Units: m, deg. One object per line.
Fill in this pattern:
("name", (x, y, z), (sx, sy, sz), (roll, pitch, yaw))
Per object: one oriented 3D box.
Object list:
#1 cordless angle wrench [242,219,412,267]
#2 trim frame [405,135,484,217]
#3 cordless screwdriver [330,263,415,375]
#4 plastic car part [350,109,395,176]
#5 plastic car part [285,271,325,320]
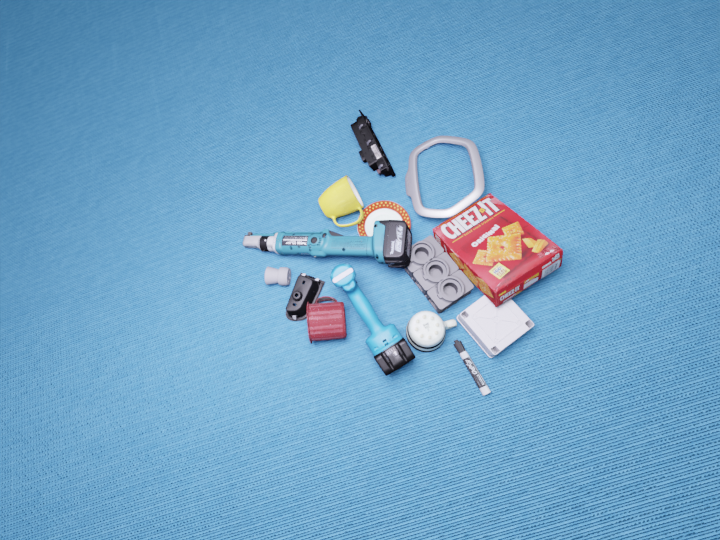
("cordless angle wrench", (-0.097, -0.064, 0.996), (0.439, 0.071, 0.099), (2, 71, 23))
("trim frame", (0.197, -0.231, 1.022), (0.189, 0.026, 0.255), (-12, 60, 20))
("cordless screwdriver", (0.017, 0.096, 0.923), (0.074, 0.157, 0.252), (-33, 85, -1))
("plastic car part", (0.025, -0.324, 1.099), (0.068, 0.063, 0.209), (-29, 68, 26))
("plastic car part", (-0.138, 0.059, 0.984), (0.068, 0.068, 0.117), (18, 72, 14))
